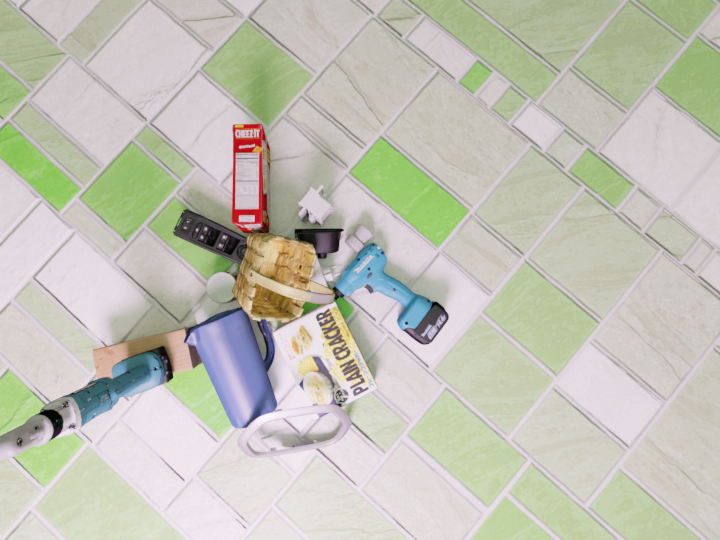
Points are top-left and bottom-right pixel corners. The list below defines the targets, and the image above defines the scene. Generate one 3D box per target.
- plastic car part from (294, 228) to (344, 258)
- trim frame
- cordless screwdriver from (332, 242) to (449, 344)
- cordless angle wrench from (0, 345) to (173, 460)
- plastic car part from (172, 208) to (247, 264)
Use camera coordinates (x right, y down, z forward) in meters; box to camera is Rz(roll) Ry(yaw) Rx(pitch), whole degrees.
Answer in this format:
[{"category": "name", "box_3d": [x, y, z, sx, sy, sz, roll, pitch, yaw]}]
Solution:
[{"category": "plastic car part", "box_3d": [-0.097, -0.063, 0.990, 0.116, 0.067, 0.070, 2, 102, -4]}, {"category": "trim frame", "box_3d": [-0.138, 0.346, 0.906, 0.243, 0.029, 0.179, -5, 128, -15]}, {"category": "cordless screwdriver", "box_3d": [0.064, 0.072, 0.965, 0.253, 0.073, 0.159, 42, 87, 8]}, {"category": "cordless angle wrench", "box_3d": [-0.427, 0.205, 0.692, 0.098, 0.423, 0.074, -19, 91, -5]}, {"category": "plastic car part", "box_3d": [-0.327, -0.067, 0.984, 0.202, 0.067, 0.066, 24, 76, -2]}]
